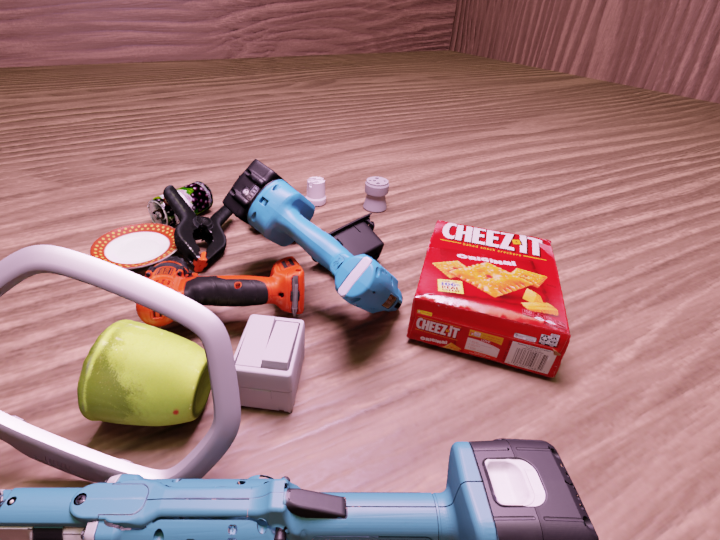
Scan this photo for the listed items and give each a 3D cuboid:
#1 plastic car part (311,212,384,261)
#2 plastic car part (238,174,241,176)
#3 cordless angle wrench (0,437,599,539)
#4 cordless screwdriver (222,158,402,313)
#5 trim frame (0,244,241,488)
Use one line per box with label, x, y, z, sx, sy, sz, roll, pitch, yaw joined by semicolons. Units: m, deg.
plastic car part;-0.011;-0.027;0.627;0.114;0.065;0.074;-31;60;-35
plastic car part;-0.170;-0.104;0.733;0.066;0.063;0.215;-39;48;-13
cordless angle wrench;-0.072;0.176;0.300;0.425;0.095;0.076;-1;33;3
cordless screwdriver;-0.053;-0.034;0.539;0.261;0.074;0.152;39;2;27
trim frame;-0.214;0.085;0.339;0.246;0.184;0.028;22;4;-4
